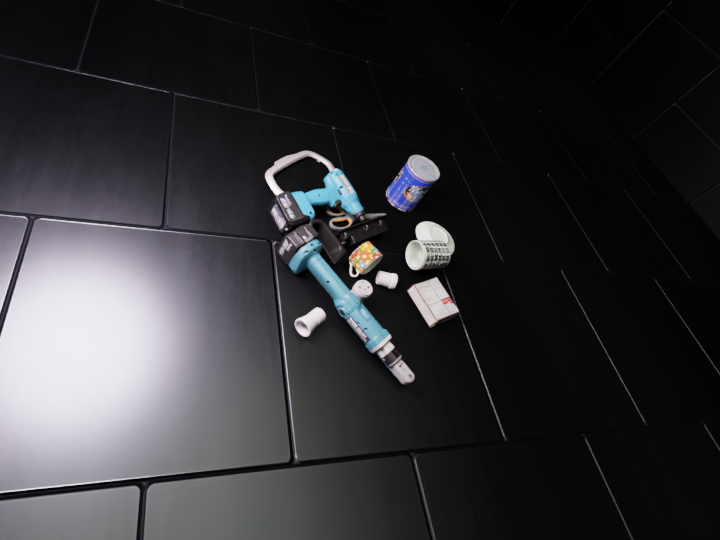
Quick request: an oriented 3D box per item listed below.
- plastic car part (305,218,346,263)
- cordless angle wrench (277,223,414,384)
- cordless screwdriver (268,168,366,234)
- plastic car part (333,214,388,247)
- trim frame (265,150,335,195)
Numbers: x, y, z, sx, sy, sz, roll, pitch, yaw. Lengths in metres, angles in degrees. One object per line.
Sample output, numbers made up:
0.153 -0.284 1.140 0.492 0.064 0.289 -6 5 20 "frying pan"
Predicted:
-0.102 -0.067 1.042 0.115 0.072 0.065 52 39 -7 "plastic car part"
-0.026 0.082 0.958 0.072 0.098 0.432 -32 76 -37 "cordless angle wrench"
-0.104 -0.161 1.100 0.242 0.075 0.161 -30 82 -34 "cordless screwdriver"
0.009 -0.104 1.134 0.197 0.067 0.068 -29 83 -39 "plastic car part"
-0.160 -0.264 1.202 0.187 0.027 0.245 41 50 7 "trim frame"
